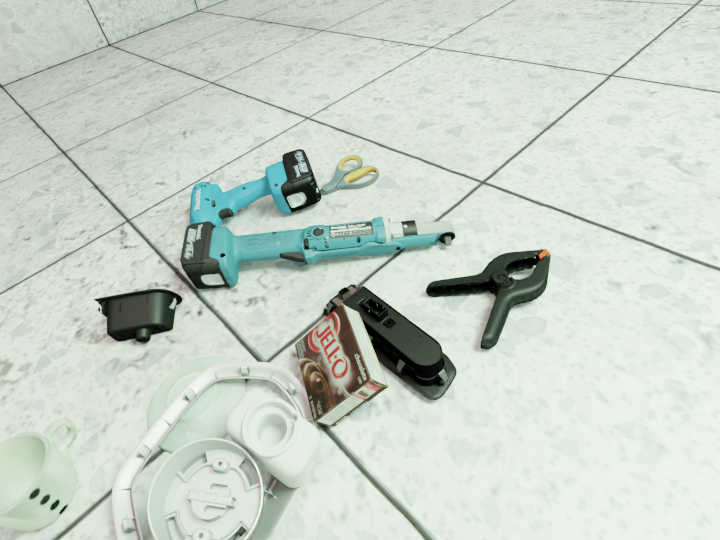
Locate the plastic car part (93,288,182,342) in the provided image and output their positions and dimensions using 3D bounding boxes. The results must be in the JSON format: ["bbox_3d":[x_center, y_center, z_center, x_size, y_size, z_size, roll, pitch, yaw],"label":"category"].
[{"bbox_3d":[-0.332,0.073,0.636,0.117,0.064,0.073,-8,59,0],"label":"plastic car part"}]

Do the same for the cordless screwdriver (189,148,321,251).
[{"bbox_3d":[-0.199,-0.124,0.781,0.251,0.071,0.165,-16,54,6],"label":"cordless screwdriver"}]

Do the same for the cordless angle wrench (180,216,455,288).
[{"bbox_3d":[-0.066,-0.043,0.674,0.425,0.071,0.101,-6,55,3],"label":"cordless angle wrench"}]

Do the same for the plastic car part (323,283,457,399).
[{"bbox_3d":[0.035,0.075,0.542,0.065,0.065,0.214,-30,49,-28],"label":"plastic car part"}]

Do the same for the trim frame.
[{"bbox_3d":[-0.154,0.206,0.463,0.191,0.027,0.247,23,53,19],"label":"trim frame"}]
